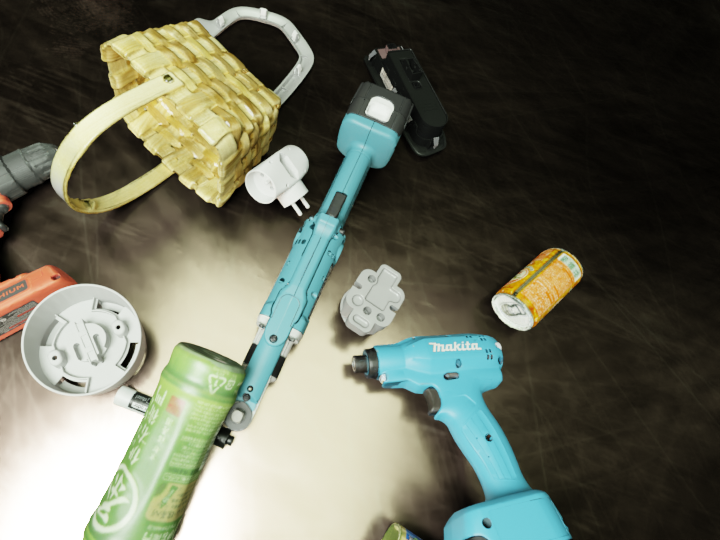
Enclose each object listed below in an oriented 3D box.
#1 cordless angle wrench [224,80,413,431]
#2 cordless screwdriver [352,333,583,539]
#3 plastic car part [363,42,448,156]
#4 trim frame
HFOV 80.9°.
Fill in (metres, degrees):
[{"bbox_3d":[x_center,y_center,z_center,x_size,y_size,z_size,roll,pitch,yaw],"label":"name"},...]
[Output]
[{"bbox_3d":[-0.047,-0.031,0.482,0.074,0.097,0.425,23,69,-2],"label":"cordless angle wrench"},{"bbox_3d":[0.088,0.171,0.385,0.156,0.072,0.259,-2,47,-12],"label":"cordless screwdriver"},{"bbox_3d":[0.075,-0.260,0.617,0.064,0.067,0.208,-11,71,-24],"label":"plastic car part"},{"bbox_3d":[-0.177,-0.303,0.613,0.186,0.027,0.248,29,67,6],"label":"trim frame"}]
